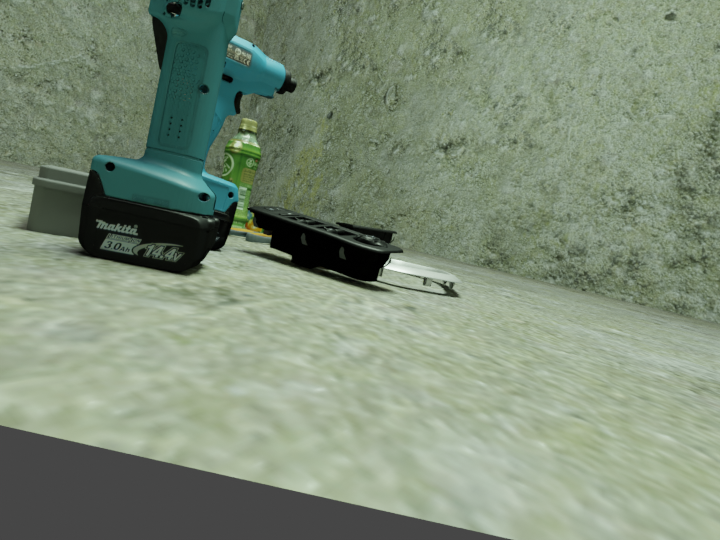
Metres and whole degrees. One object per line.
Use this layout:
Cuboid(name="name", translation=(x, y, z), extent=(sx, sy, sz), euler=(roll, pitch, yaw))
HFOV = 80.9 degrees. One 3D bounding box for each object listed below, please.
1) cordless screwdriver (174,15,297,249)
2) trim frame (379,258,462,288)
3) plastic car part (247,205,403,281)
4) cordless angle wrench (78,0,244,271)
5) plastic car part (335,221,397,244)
Cuboid(name="cordless screwdriver", translation=(-0.167, -0.151, 0.507), extent=(0.151, 0.248, 0.078), euler=(10, 5, -39))
Cuboid(name="trim frame", translation=(0.057, -0.003, 0.654), extent=(0.187, 0.027, 0.246), euler=(13, 6, 5))
Cuboid(name="plastic car part", translation=(-0.051, -0.033, 0.518), extent=(0.213, 0.067, 0.063), euler=(16, 5, 30))
Cuboid(name="cordless angle wrench", translation=(-0.127, -0.214, 0.335), extent=(0.096, 0.422, 0.076), euler=(12, 4, -10))
Cuboid(name="plastic car part", translation=(0.013, -0.049, 0.792), extent=(0.111, 0.071, 0.069), euler=(10, 5, -28))
